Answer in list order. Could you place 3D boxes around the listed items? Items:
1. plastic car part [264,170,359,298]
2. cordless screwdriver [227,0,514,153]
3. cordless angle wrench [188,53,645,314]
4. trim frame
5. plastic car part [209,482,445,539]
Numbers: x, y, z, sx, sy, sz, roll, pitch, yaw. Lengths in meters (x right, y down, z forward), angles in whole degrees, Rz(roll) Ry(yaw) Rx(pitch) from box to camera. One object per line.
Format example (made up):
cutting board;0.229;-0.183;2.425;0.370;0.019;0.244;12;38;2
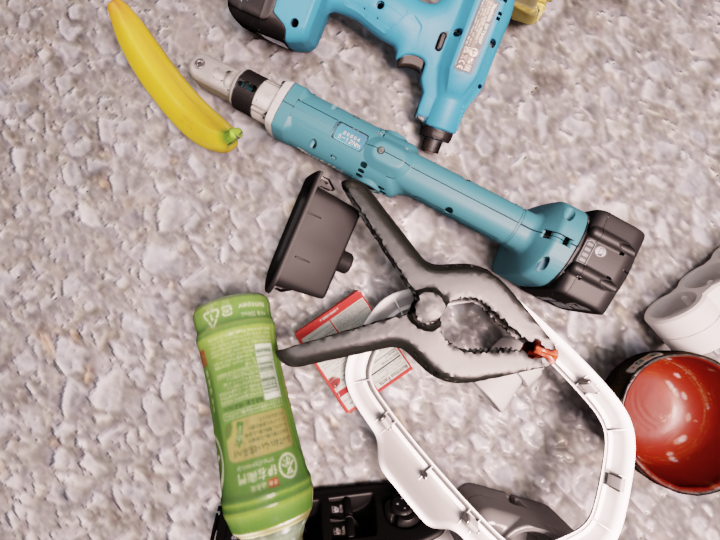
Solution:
plastic car part;-0.039;-0.025;0.398;0.069;0.067;0.116;20;88;-15
cordless screwdriver;0.000;-0.221;0.403;0.250;0.075;0.158;19;107;2
cordless angle wrench;0.021;-0.098;0.388;0.429;0.096;0.074;29;88;7
trim frame;0.102;0.119;0.346;0.184;0.027;0.254;-41;77;-3
plastic car part;-0.024;0.233;0.365;0.203;0.067;0.066;-12;100;0
